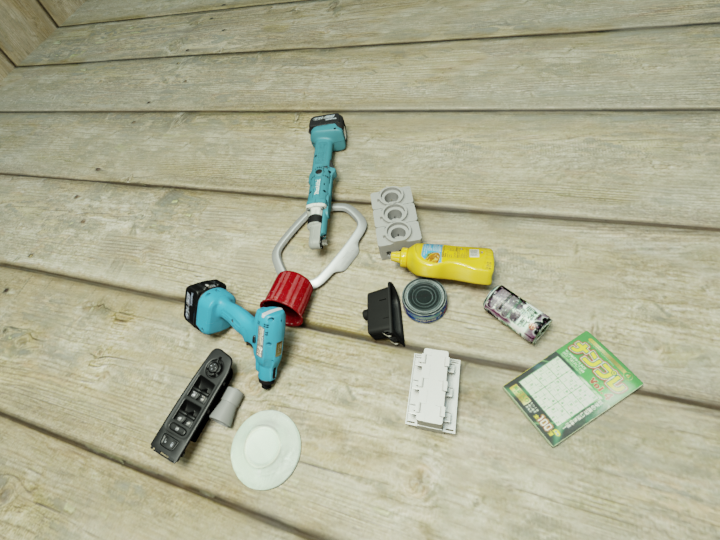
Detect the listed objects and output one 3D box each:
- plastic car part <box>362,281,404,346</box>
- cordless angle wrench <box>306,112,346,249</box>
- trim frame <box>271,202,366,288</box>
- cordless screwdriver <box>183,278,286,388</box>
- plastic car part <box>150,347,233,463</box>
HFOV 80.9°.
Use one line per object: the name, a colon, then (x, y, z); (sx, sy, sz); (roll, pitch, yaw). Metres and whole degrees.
plastic car part: (0.040, 0.086, 0.813); (0.072, 0.062, 0.120); (-19, 50, 19)
cordless angle wrench: (-0.093, -0.223, 1.028); (0.100, 0.071, 0.434); (-6, 53, 11)
trim frame: (-0.094, -0.062, 0.965); (0.194, 0.026, 0.247); (25, 65, 29)
cordless screwdriver: (-0.251, 0.119, 0.843); (0.262, 0.157, 0.071); (19, 19, 34)
plastic car part: (-0.296, 0.248, 0.789); (0.069, 0.063, 0.204); (11, 64, 29)
